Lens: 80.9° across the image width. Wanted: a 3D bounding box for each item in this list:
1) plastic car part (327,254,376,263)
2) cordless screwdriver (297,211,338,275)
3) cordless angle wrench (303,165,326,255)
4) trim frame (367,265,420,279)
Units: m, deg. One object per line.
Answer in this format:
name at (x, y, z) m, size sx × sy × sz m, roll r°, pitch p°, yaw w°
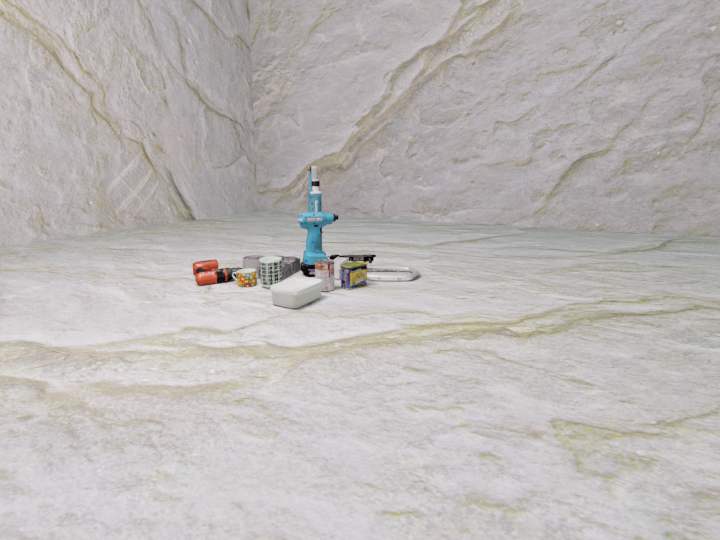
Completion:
plastic car part at (-0.039, -0.041, 1.759) m, size 0.209 × 0.066 × 0.065 m, roll 4°, pitch 13°, yaw 18°
cordless screwdriver at (-0.162, -0.106, 1.656) m, size 0.155 × 0.246 × 0.077 m, roll -4°, pitch 11°, yaw -20°
cordless angle wrench at (-0.188, -0.215, 1.743) m, size 0.096 × 0.418 × 0.077 m, roll -3°, pitch 11°, yaw -15°
trim frame at (0.105, 0.008, 1.634) m, size 0.250 × 0.027 × 0.186 m, roll 0°, pitch 14°, yaw 1°
